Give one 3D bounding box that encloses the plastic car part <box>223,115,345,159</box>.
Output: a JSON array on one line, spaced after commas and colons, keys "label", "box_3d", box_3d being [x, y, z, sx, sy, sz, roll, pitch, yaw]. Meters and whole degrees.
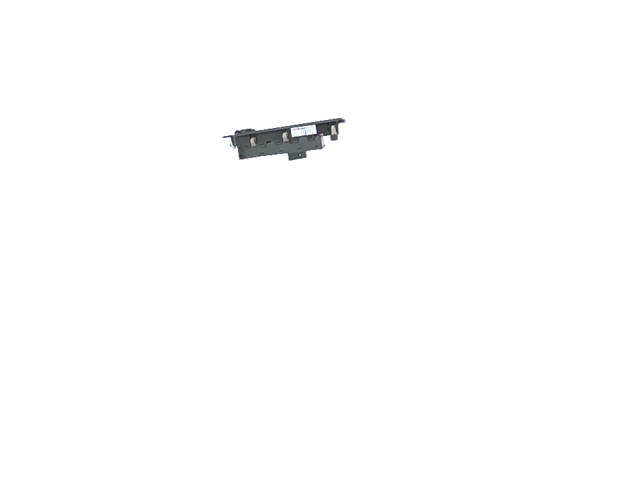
[{"label": "plastic car part", "box_3d": [-0.059, -0.169, 0.709, 0.203, 0.067, 0.066, -3, 25, 7]}]
